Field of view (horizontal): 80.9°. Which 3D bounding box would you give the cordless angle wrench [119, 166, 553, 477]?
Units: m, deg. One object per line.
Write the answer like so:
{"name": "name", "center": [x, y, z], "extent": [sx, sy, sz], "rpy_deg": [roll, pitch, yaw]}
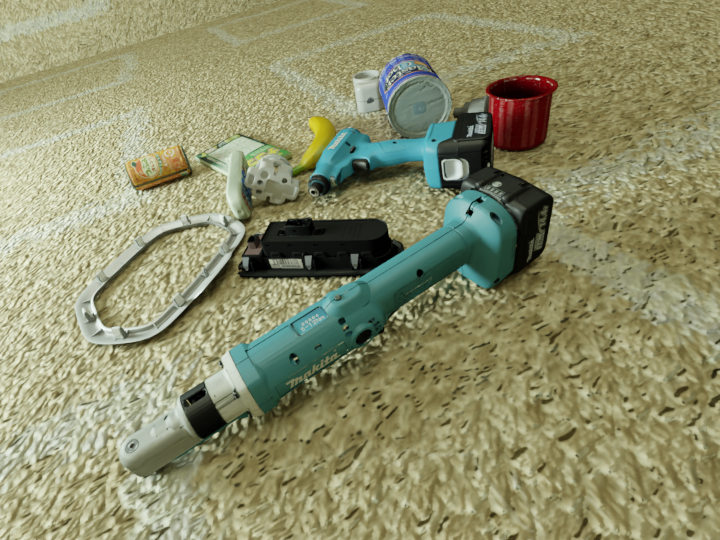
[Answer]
{"name": "cordless angle wrench", "center": [-0.010, 0.043, 0.378], "extent": [0.418, 0.094, 0.079], "rpy_deg": [-31, 46, -15]}

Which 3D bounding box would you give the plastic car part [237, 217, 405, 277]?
{"name": "plastic car part", "center": [-0.048, -0.032, 0.496], "extent": [0.208, 0.065, 0.067], "rpy_deg": [3, 35, 15]}

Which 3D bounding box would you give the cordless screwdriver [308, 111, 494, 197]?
{"name": "cordless screwdriver", "center": [0.053, -0.153, 0.596], "extent": [0.259, 0.071, 0.159], "rpy_deg": [5, 44, 27]}

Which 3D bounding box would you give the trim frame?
{"name": "trim frame", "center": [-0.255, -0.005, 0.548], "extent": [0.191, 0.026, 0.249], "rpy_deg": [7, 43, 22]}
